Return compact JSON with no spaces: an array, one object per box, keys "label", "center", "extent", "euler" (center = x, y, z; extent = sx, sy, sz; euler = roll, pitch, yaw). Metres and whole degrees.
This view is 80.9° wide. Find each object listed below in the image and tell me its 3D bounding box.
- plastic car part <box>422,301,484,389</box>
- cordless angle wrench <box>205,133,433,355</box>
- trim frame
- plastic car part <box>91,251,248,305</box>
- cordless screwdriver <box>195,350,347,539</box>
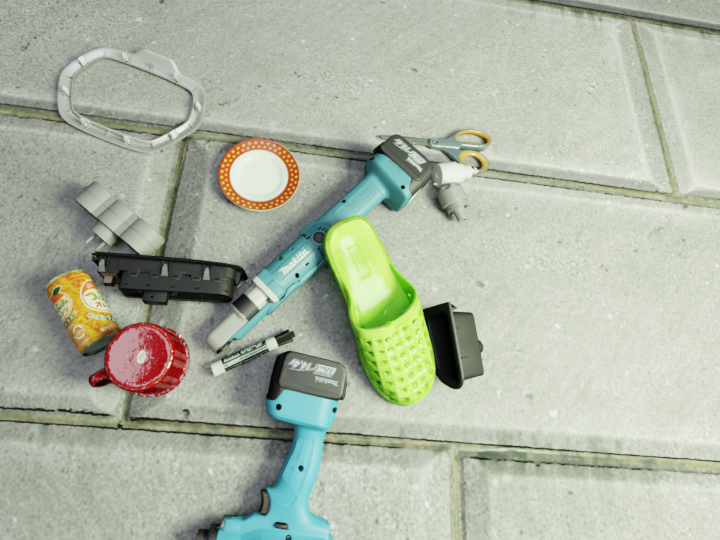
[{"label":"plastic car part","center":[0.142,0.105,0.610],"extent":[0.068,0.067,0.119],"euler":[-4,74,-26]},{"label":"cordless angle wrench","center":[-0.062,-0.040,0.630],"extent":[0.099,0.074,0.420],"euler":[43,73,6]},{"label":"trim frame","center":[-0.380,-0.291,0.702],"extent":[0.250,0.027,0.185],"euler":[21,68,3]},{"label":"plastic car part","center":[-0.257,0.013,0.578],"extent":[0.200,0.065,0.069],"euler":[1,59,-10]},{"label":"cordless screwdriver","center":[-0.102,0.228,0.524],"extent":[0.158,0.074,0.252],"euler":[8,73,-5]}]
